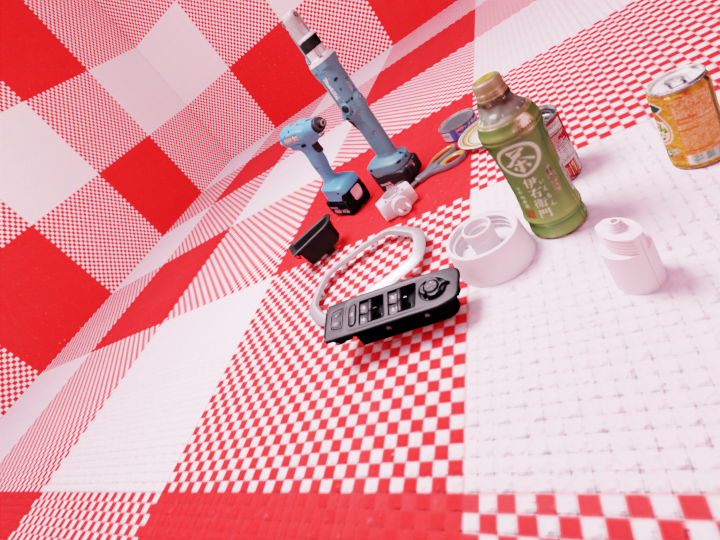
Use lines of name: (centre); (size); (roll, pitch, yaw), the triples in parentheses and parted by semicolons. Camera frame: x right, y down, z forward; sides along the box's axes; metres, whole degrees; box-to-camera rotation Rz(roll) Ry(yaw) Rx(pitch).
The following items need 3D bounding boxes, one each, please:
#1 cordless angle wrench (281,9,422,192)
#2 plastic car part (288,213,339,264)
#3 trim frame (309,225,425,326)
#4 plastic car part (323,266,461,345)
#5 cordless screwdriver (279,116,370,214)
cordless angle wrench: (-0.020, -0.348, 0.884); (0.102, 0.406, 0.074); (-10, 37, 49)
plastic car part: (-0.089, -0.058, 0.910); (0.116, 0.068, 0.069); (-40, 25, 0)
trim frame: (0.008, 0.006, 0.741); (0.250, 0.026, 0.190); (-35, 28, 11)
plastic car part: (0.047, 0.059, 0.574); (0.208, 0.064, 0.067); (-25, 29, 27)
cordless screwdriver: (-0.069, -0.240, 0.968); (0.074, 0.239, 0.167); (-50, 27, -22)
